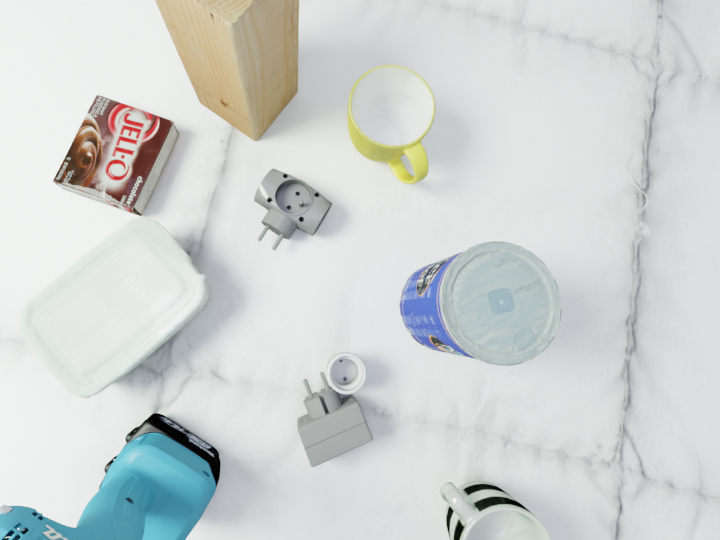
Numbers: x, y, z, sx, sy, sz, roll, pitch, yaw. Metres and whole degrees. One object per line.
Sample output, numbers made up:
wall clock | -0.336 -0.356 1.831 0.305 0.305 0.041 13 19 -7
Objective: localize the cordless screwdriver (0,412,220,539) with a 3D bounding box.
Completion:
cordless screwdriver | -0.155 0.199 0.315 0.159 0.249 0.074 34 80 -2
